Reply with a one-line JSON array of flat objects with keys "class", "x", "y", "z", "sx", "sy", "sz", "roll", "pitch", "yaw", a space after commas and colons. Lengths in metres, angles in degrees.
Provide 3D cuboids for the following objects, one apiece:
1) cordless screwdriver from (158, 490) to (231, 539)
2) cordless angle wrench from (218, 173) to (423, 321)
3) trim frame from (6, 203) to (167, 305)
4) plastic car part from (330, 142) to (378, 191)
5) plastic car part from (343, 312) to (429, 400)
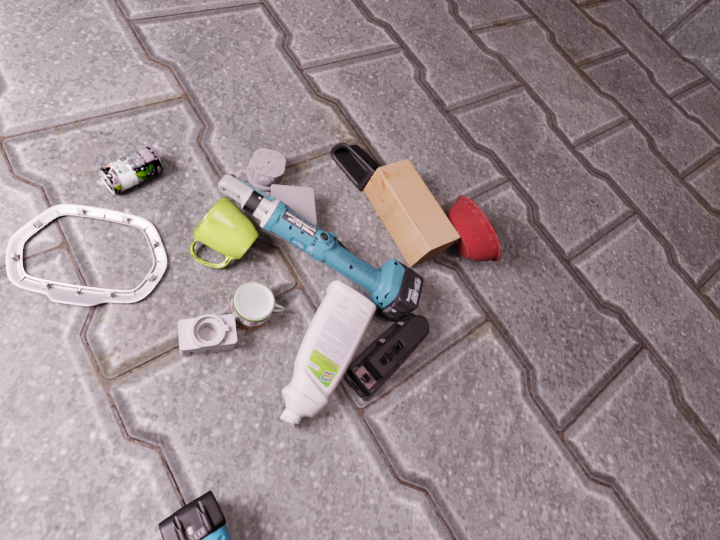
[{"class": "cordless screwdriver", "x": -0.170, "y": 0.424, "z": 0.533, "sx": 0.072, "sy": 0.156, "sz": 0.260, "roll": -22, "pitch": 58, "yaw": -32}, {"class": "cordless angle wrench", "x": -0.077, "y": -0.050, "z": 0.786, "sx": 0.415, "sy": 0.075, "sz": 0.099, "roll": 32, "pitch": 49, "yaw": -9}, {"class": "trim frame", "x": -0.459, "y": -0.028, "z": 0.718, "sx": 0.242, "sy": 0.027, "sz": 0.188, "roll": 11, "pitch": 62, "yaw": -15}, {"class": "plastic car part", "x": -0.005, "y": -0.249, "z": 0.963, "sx": 0.069, "sy": 0.066, "sz": 0.120, "roll": -25, "pitch": 71, "yaw": -44}, {"class": "plastic car part", "x": 0.060, "y": 0.143, "z": 0.780, "sx": 0.068, "sy": 0.066, "sz": 0.199, "roll": 44, "pitch": 57, "yaw": 12}]
